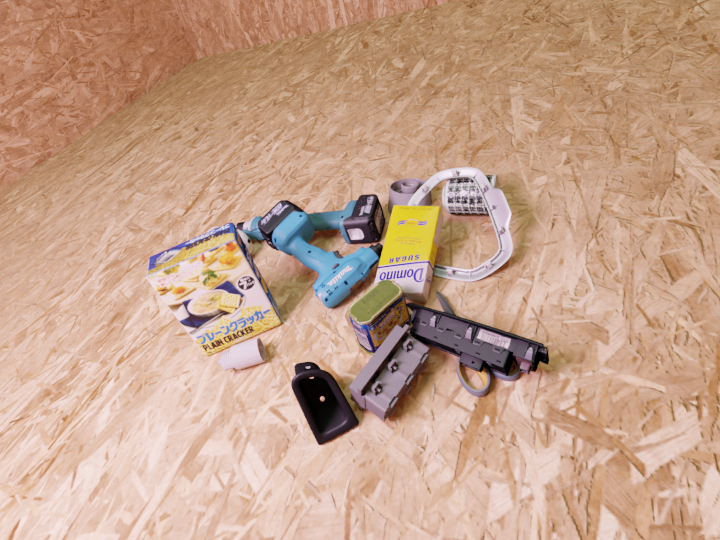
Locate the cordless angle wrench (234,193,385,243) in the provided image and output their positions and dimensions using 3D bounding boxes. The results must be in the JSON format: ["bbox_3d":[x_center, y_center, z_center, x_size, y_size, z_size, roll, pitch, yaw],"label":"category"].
[{"bbox_3d":[-0.158,-0.106,0.995,0.439,0.071,0.099,-2,44,25],"label":"cordless angle wrench"}]

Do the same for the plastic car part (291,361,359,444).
[{"bbox_3d":[-0.061,0.177,0.615,0.065,0.114,0.073,-27,15,-9],"label":"plastic car part"}]

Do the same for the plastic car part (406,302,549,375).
[{"bbox_3d":[0.154,0.103,0.612,0.214,0.062,0.067,21,79,36],"label":"plastic car part"}]

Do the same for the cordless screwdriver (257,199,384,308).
[{"bbox_3d":[-0.083,-0.055,0.854,0.158,0.071,0.262,-42,60,-11],"label":"cordless screwdriver"}]

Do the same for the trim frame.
[{"bbox_3d":[0.183,-0.094,0.802,0.188,0.026,0.257,-20,58,19],"label":"trim frame"}]
